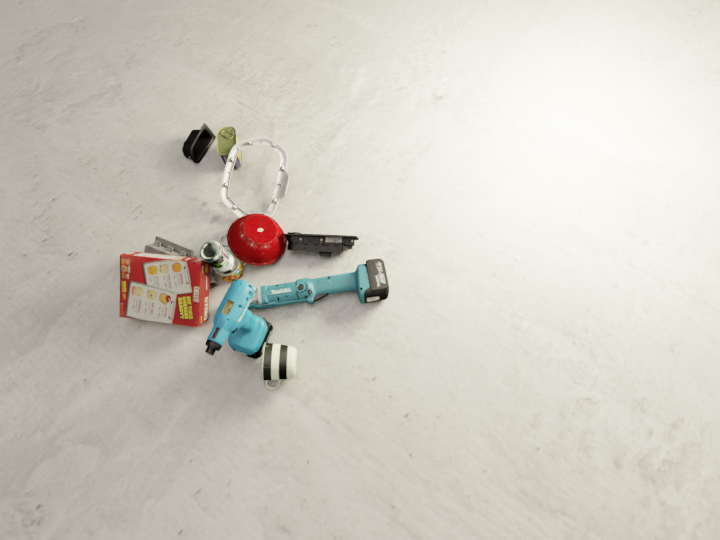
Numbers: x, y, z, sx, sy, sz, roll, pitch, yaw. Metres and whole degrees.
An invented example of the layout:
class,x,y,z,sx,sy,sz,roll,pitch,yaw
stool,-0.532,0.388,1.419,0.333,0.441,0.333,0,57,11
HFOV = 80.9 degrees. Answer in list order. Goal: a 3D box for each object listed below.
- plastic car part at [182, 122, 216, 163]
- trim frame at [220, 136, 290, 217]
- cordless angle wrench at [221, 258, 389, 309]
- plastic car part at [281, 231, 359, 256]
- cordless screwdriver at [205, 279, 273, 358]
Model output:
class,x,y,z,sx,sy,sz,roll,pitch,yaw
plastic car part,-0.514,-0.394,1.311,0.074,0.063,0.117,17,71,26
trim frame,-0.295,-0.261,1.199,0.182,0.028,0.249,14,83,-6
cordless angle wrench,-0.145,0.053,1.065,0.425,0.072,0.101,-9,66,4
plastic car part,-0.109,-0.072,1.119,0.204,0.066,0.067,7,97,2
cordless screwdriver,-0.270,0.139,0.938,0.076,0.242,0.160,18,64,8
